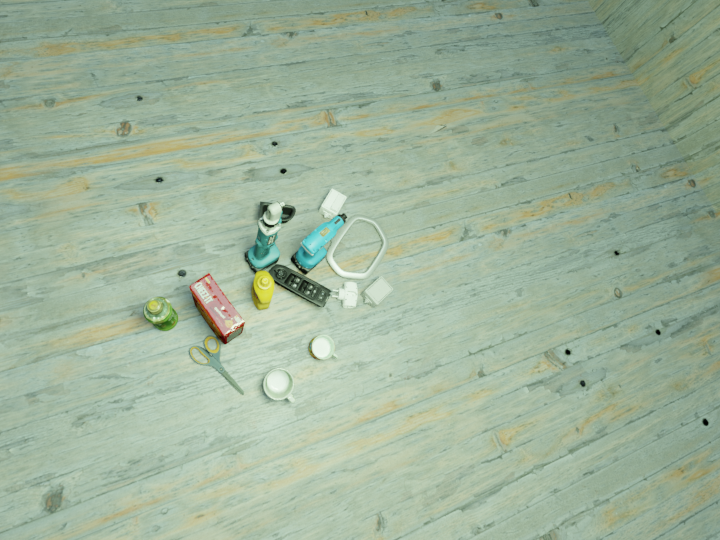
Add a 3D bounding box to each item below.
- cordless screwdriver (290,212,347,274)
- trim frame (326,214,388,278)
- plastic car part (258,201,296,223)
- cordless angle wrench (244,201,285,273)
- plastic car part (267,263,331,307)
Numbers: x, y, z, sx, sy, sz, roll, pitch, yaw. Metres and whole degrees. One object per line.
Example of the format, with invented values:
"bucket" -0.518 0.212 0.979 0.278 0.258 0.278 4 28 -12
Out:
"cordless screwdriver" -0.125 -0.082 1.281 0.075 0.250 0.157 47 68 0
"trim frame" -0.009 -0.080 1.424 0.184 0.027 0.248 33 68 0
"plastic car part" -0.273 -0.179 1.379 0.114 0.071 0.067 5 72 -12
"cordless angle wrench" -0.258 -0.090 1.162 0.096 0.425 0.075 -31 86 -22
"plastic car part" -0.195 0.046 1.320 0.202 0.067 0.066 30 68 -1
